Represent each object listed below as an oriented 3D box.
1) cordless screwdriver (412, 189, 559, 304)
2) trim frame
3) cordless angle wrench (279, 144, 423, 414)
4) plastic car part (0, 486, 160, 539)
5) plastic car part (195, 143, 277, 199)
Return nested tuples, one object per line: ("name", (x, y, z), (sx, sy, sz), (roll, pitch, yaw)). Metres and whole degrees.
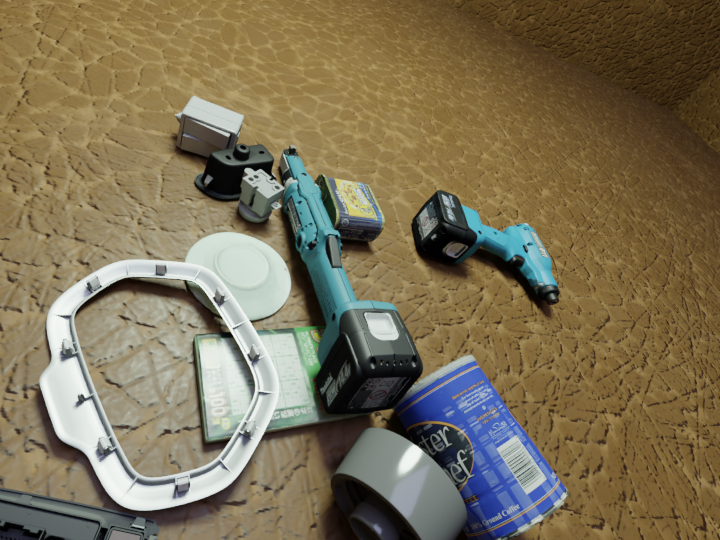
("cordless screwdriver", (0.214, -0.033, 0.695), (0.240, 0.074, 0.165), (14, 45, -22))
("trim frame", (-0.184, 0.083, 0.391), (0.179, 0.027, 0.258), (-24, 63, -31))
("cordless angle wrench", (-0.053, -0.035, 0.540), (0.071, 0.097, 0.444), (4, 41, -28))
("plastic car part", (-0.238, 0.175, 0.269), (0.200, 0.067, 0.068), (18, 52, -9))
("plastic car part", (-0.168, -0.147, 0.599), (0.112, 0.071, 0.068), (-20, 63, -44))
